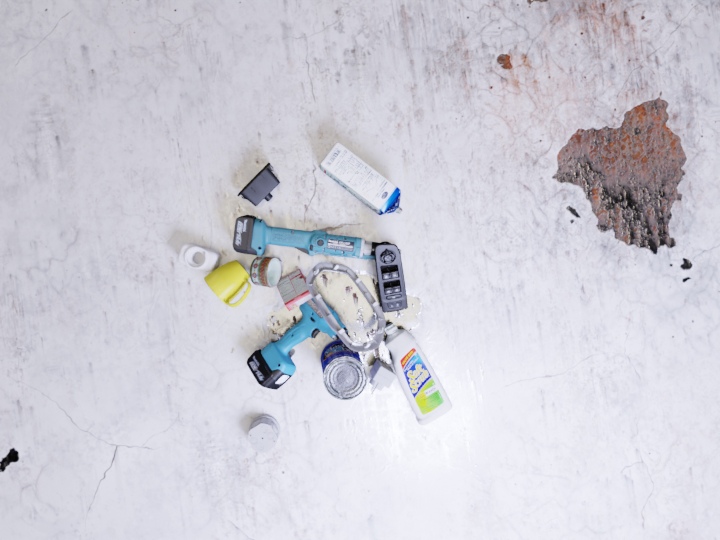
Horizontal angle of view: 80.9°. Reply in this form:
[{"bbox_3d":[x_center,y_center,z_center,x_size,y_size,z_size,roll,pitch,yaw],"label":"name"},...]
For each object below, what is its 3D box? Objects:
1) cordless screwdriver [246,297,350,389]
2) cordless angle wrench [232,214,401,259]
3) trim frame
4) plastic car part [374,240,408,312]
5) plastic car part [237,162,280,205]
[{"bbox_3d":[-0.150,0.188,1.035,0.248,0.070,0.168,-48,57,-2],"label":"cordless screwdriver"},{"bbox_3d":[-0.105,-0.069,1.072,0.421,0.075,0.098,7,91,-3],"label":"cordless angle wrench"},{"bbox_3d":[-0.031,0.082,1.025,0.178,0.028,0.254,-23,74,-43],"label":"trim frame"},{"bbox_3d":[0.074,0.009,1.049,0.067,0.069,0.195,-6,125,8],"label":"plastic car part"},{"bbox_3d":[-0.250,-0.212,1.080,0.069,0.068,0.116,41,93,-17],"label":"plastic car part"}]
